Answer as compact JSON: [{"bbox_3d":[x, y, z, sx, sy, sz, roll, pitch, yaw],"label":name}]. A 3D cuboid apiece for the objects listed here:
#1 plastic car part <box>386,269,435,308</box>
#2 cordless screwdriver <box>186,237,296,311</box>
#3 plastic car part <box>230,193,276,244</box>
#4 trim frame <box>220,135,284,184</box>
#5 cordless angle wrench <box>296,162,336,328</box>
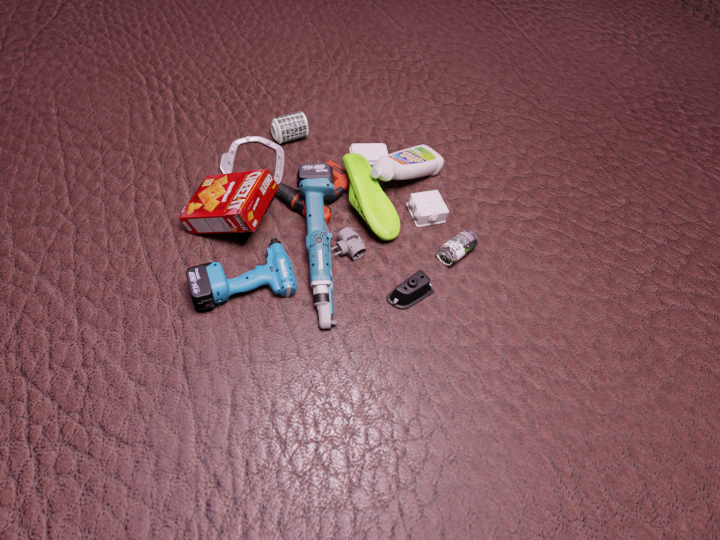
[{"bbox_3d":[0.124,0.040,1.021,0.114,0.069,0.069,-29,63,-25],"label":"plastic car part"},{"bbox_3d":[-0.288,0.004,1.018,0.243,0.073,0.166,-11,58,-16],"label":"cordless screwdriver"},{"bbox_3d":[-0.297,-0.161,1.133,0.069,0.064,0.205,9,56,11],"label":"plastic car part"},{"bbox_3d":[-0.321,-0.317,1.257,0.184,0.027,0.255,1,58,-2],"label":"trim frame"},{"bbox_3d":[-0.102,-0.067,1.048,0.097,0.073,0.433,-4,69,-6],"label":"cordless angle wrench"}]
